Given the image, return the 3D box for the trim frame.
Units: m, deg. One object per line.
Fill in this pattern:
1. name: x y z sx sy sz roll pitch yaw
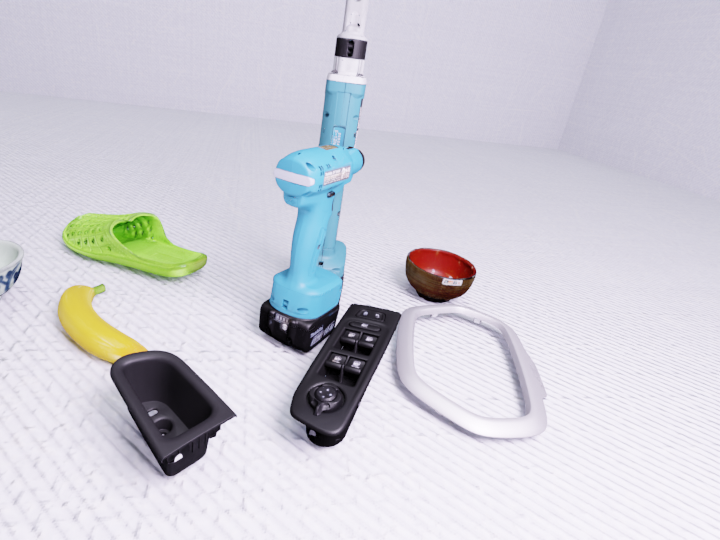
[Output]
1. trim frame: 0.137 0.112 0.536 0.186 0.027 0.251 10 26 4

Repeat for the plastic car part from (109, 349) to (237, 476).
1. plastic car part: -0.170 0.128 0.370 0.123 0.069 0.063 27 30 35

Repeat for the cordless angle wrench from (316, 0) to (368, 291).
1. cordless angle wrench: -0.035 -0.153 0.588 0.074 0.415 0.100 9 24 -3

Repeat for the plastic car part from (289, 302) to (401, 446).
1. plastic car part: -0.015 0.109 0.456 0.068 0.066 0.201 15 26 14

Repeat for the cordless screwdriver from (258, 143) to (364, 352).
1. cordless screwdriver: -0.052 -0.034 0.535 0.077 0.244 0.155 20 26 21
